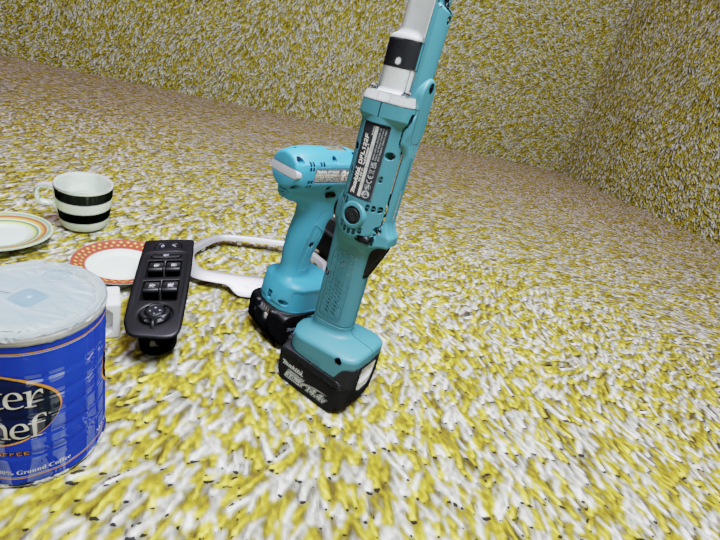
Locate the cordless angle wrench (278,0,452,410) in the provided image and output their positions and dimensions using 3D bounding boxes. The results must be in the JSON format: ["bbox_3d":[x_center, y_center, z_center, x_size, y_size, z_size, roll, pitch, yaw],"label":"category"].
[{"bbox_3d":[0.007,-0.055,0.409,0.103,0.417,0.072,28,27,26],"label":"cordless angle wrench"}]

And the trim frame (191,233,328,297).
[{"bbox_3d":[-0.167,-0.012,0.692,0.243,0.027,0.191,7,26,-13],"label":"trim frame"}]

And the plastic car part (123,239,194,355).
[{"bbox_3d":[-0.246,0.030,0.522,0.064,0.066,0.212,5,26,-21],"label":"plastic car part"}]

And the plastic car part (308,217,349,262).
[{"bbox_3d":[-0.054,-0.053,0.780,0.063,0.070,0.123,-11,34,-43],"label":"plastic car part"}]

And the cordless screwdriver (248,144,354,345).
[{"bbox_3d":[-0.053,-0.034,0.538,0.152,0.245,0.079,-11,35,-44],"label":"cordless screwdriver"}]
